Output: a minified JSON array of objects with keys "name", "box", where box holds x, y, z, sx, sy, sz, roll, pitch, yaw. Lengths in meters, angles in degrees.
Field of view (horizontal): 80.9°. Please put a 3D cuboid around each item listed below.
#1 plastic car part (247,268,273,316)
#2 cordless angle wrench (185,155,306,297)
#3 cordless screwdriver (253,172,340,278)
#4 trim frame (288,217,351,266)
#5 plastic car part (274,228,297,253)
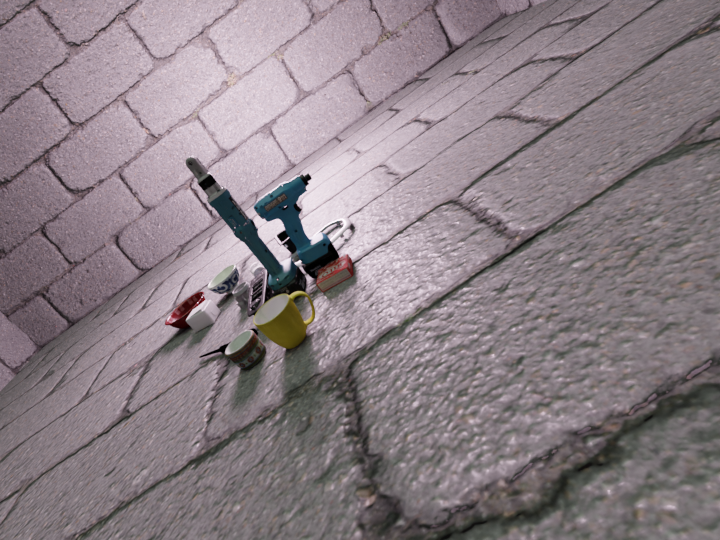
[{"name":"plastic car part","box":[-0.260,0.070,1.117,0.067,0.065,0.209,-33,23,7]},{"name":"cordless angle wrench","box":[-0.283,-0.102,1.036,0.075,0.409,0.100,-31,19,13]},{"name":"cordless screwdriver","box":[-0.135,-0.113,1.065,0.160,0.241,0.076,-34,19,5]},{"name":"trim frame","box":[-0.123,-0.080,1.256,0.246,0.026,0.192,-47,26,-24]},{"name":"plastic car part","box":[-0.229,-0.090,1.368,0.066,0.068,0.121,-39,22,-8]}]
